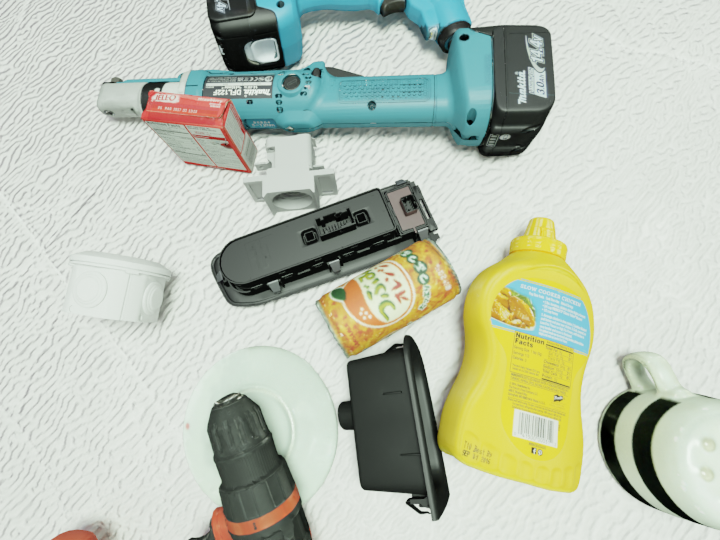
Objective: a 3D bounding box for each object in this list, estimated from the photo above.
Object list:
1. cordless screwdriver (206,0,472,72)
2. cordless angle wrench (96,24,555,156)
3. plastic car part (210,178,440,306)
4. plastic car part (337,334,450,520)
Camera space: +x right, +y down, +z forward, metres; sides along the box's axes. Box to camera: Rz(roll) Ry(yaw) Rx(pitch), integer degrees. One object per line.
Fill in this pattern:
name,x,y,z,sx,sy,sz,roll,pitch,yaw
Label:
cordless screwdriver,-0.021,-0.256,0.420,0.248,0.073,0.163,-14,74,-2
cordless angle wrench,-0.058,-0.163,0.400,0.430,0.072,0.099,3,75,10
plastic car part,-0.035,-0.023,0.362,0.204,0.066,0.067,-21,82,3
plastic car part,0.020,0.114,0.319,0.072,0.063,0.119,-17,70,15
